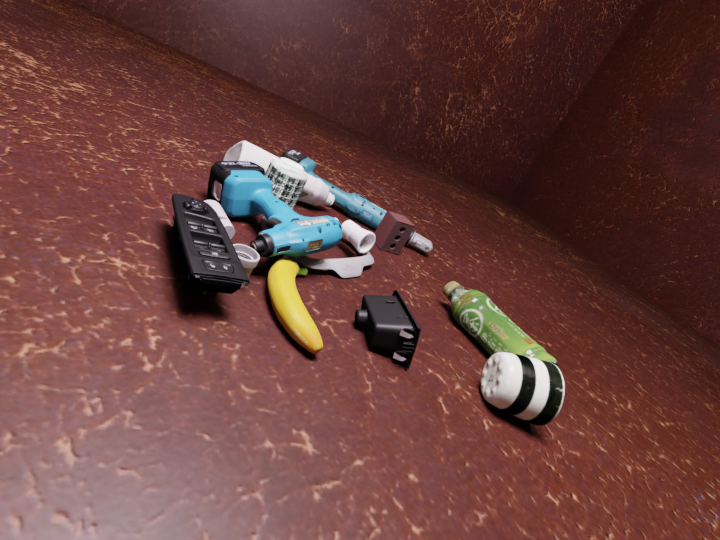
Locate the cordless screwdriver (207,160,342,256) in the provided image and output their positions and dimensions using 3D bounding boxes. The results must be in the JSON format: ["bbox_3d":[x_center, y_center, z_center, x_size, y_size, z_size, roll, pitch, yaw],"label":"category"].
[{"bbox_3d":[-0.164,-0.097,0.674,0.262,0.073,0.153,35,33,32],"label":"cordless screwdriver"}]

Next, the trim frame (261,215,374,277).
[{"bbox_3d":[-0.075,-0.049,0.772,0.193,0.027,0.237,38,23,28],"label":"trim frame"}]

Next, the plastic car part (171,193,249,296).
[{"bbox_3d":[-0.200,-0.031,0.529,0.063,0.066,0.214,4,35,-33],"label":"plastic car part"}]

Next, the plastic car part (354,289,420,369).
[{"bbox_3d":[0.029,0.072,0.589,0.069,0.065,0.121,6,25,-16],"label":"plastic car part"}]

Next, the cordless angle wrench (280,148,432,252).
[{"bbox_3d":[-0.011,-0.158,1.029,0.424,0.074,0.098,30,22,2],"label":"cordless angle wrench"}]
